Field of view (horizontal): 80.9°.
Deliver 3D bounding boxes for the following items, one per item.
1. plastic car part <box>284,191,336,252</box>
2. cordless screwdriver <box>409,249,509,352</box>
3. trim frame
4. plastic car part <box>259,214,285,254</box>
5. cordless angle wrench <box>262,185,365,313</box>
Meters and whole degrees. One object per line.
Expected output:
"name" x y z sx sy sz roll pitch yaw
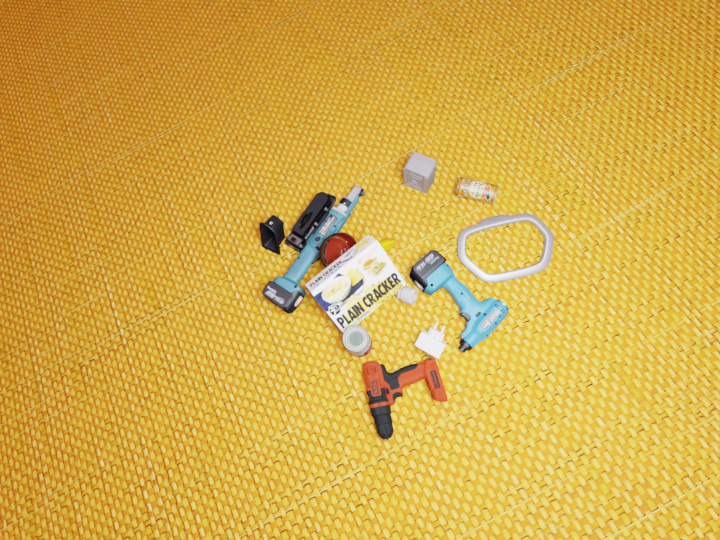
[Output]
"plastic car part" -0.149 -0.156 1.244 0.069 0.064 0.203 29 75 24
"cordless screwdriver" 0.230 0.076 1.082 0.257 0.072 0.159 42 82 17
"trim frame" 0.385 -0.065 1.127 0.251 0.026 0.189 -15 69 7
"plastic car part" -0.248 -0.113 1.226 0.068 0.113 0.071 24 52 14
"cordless angle wrench" -0.118 -0.077 1.205 0.101 0.072 0.422 30 76 17
